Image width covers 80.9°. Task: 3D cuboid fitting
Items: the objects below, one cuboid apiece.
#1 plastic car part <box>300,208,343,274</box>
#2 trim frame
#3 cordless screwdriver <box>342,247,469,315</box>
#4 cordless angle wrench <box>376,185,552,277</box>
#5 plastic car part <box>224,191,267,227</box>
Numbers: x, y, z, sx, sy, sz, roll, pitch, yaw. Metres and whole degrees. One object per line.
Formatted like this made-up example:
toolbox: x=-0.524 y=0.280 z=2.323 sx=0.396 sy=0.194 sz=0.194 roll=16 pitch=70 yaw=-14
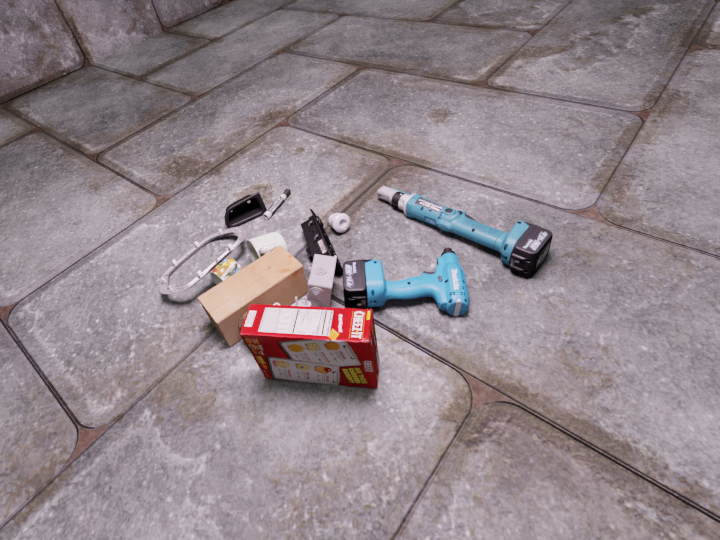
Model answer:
plastic car part: x=-0.098 y=-0.064 z=0.998 sx=0.068 sy=0.062 sz=0.212 roll=-33 pitch=46 yaw=14
trim frame: x=-0.379 y=-0.031 z=1.012 sx=0.194 sy=0.026 sz=0.246 roll=11 pitch=47 yaw=42
cordless screwdriver: x=0.088 y=0.014 z=0.875 sx=0.252 sy=0.071 sz=0.163 roll=0 pitch=47 yaw=6
cordless angle wrench: x=0.206 y=-0.118 z=0.977 sx=0.447 sy=0.071 sz=0.097 roll=29 pitch=58 yaw=35
plastic car part: x=-0.321 y=-0.168 z=1.145 sx=0.115 sy=0.063 sz=0.075 roll=-28 pitch=33 yaw=-11
